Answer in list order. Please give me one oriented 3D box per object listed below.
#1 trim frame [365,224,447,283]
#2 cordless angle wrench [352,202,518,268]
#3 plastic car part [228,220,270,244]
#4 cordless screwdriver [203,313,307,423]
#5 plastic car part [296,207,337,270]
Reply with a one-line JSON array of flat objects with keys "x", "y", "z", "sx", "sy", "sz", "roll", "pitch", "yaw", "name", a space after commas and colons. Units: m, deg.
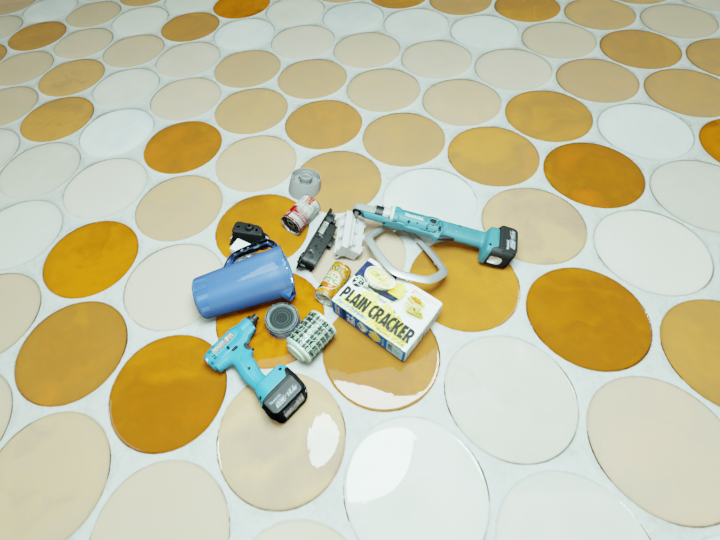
[{"x": 0.117, "y": -0.047, "z": 1.098, "sx": 0.178, "sy": 0.027, "sz": 0.262, "roll": -9, "pitch": 39, "yaw": -24, "name": "trim frame"}, {"x": 0.186, "y": -0.112, "z": 1.111, "sx": 0.428, "sy": 0.072, "sz": 0.099, "roll": 16, "pitch": 58, "yaw": 7, "name": "cordless angle wrench"}, {"x": -0.313, "y": -0.106, "z": 1.188, "sx": 0.119, "sy": 0.068, "sz": 0.067, "roll": 9, "pitch": 58, "yaw": 13, "name": "plastic car part"}, {"x": -0.223, "y": 0.212, "z": 0.962, "sx": 0.261, "sy": 0.071, "sz": 0.158, "roll": 30, "pitch": 63, "yaw": 27, "name": "cordless screwdriver"}, {"x": -0.113, "y": -0.074, "z": 1.159, "sx": 0.066, "sy": 0.067, "sz": 0.203, "roll": 35, "pitch": 60, "yaw": -6, "name": "plastic car part"}]
